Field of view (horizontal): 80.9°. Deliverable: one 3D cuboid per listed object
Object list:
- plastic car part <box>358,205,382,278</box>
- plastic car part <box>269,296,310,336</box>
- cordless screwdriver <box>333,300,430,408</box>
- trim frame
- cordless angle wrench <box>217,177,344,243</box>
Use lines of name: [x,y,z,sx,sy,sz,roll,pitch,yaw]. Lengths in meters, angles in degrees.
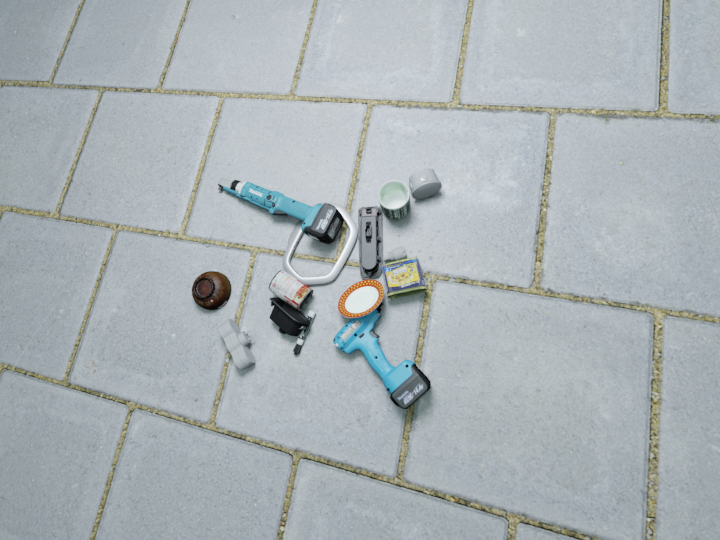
plastic car part: [0.026,-0.080,1.125,0.067,0.065,0.205,-1,78,4]
plastic car part: [-0.196,0.130,1.117,0.122,0.063,0.071,40,108,27]
cordless screwdriver: [0.067,0.200,1.032,0.159,0.071,0.259,-47,67,-2]
trim frame: [-0.115,-0.075,1.174,0.190,0.026,0.249,25,84,17]
cordless angle wrench: [-0.249,-0.195,1.206,0.443,0.071,0.098,24,81,26]
